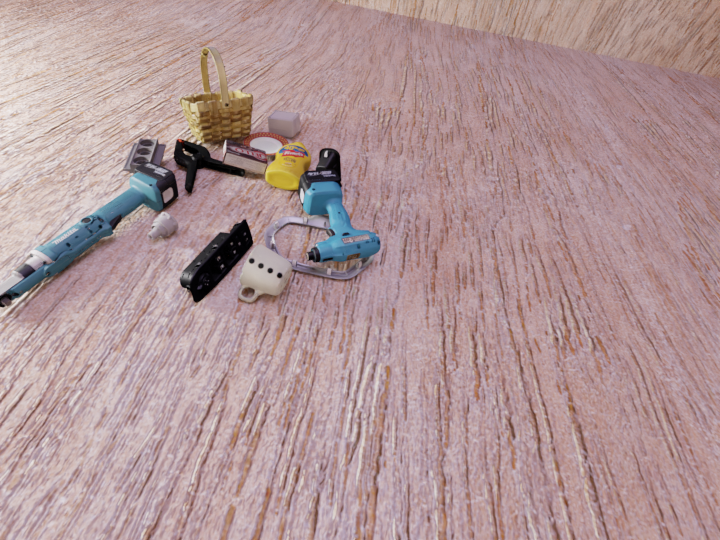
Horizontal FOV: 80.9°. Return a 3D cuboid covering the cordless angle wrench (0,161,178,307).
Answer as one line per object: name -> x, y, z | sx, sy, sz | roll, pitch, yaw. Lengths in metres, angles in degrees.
cordless angle wrench -> -0.542, -0.081, 0.852 | 0.100, 0.072, 0.422 | 21, 47, 11

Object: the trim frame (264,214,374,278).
trim frame -> -0.091, -0.060, 0.931 | 0.251, 0.027, 0.187 | 11, 43, 5

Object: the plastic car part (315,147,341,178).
plastic car part -> -0.090, -0.252, 1.079 | 0.067, 0.113, 0.071 | 22, 68, 9

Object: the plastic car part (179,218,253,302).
plastic car part -> -0.289, -0.025, 0.837 | 0.069, 0.064, 0.204 | 10, 43, 12

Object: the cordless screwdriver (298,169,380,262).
cordless screwdriver -> -0.078, -0.117, 0.929 | 0.155, 0.073, 0.261 | -13, 52, -22
